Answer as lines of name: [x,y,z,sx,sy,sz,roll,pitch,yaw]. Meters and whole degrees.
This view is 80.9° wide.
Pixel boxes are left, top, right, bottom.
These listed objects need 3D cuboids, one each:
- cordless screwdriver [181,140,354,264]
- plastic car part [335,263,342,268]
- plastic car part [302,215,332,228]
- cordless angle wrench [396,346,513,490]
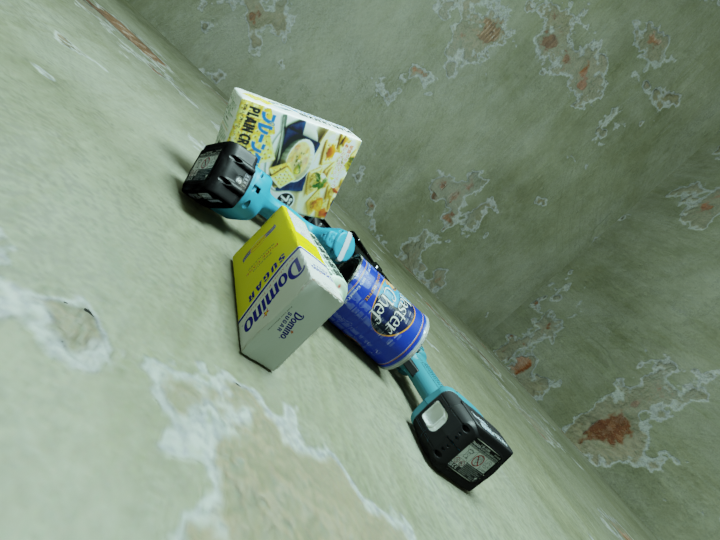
cordless screwdriver: [-0.139,-0.084,0.623,0.235,0.075,0.167,34,-17,-37]
plastic car part: [-0.059,-0.044,0.954,0.210,0.067,0.064,50,3,18]
plastic car part: [-0.083,-0.054,0.845,0.110,0.067,0.074,53,21,-54]
cordless angle wrench: [0.075,0.137,0.682,0.094,0.074,0.440,41,6,-27]
